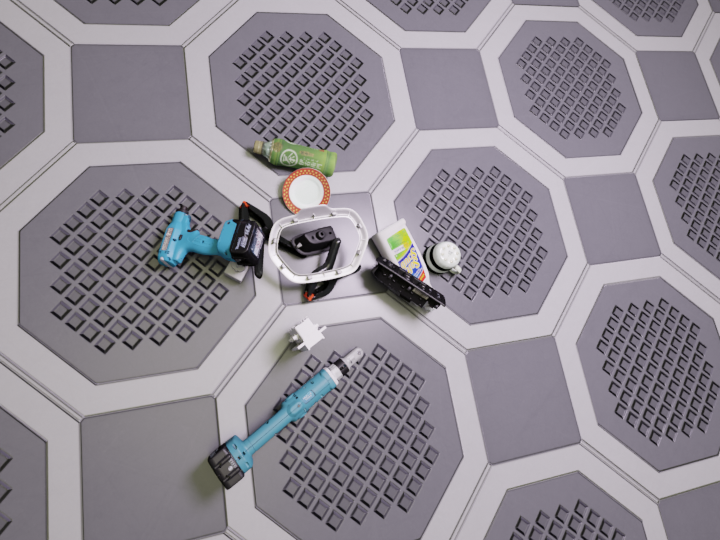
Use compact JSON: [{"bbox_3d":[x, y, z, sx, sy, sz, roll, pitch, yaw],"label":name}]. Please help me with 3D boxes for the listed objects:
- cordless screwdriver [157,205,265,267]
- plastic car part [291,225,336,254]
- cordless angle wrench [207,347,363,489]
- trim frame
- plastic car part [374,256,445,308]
[{"bbox_3d":[-0.352,-0.086,1.004,0.255,0.071,0.162,0,64,14],"label":"cordless screwdriver"},{"bbox_3d":[-0.109,-0.082,1.079,0.112,0.072,0.067,-17,81,-39],"label":"plastic car part"},{"bbox_3d":[-0.152,0.315,0.977,0.417,0.098,0.075,-37,87,-22],"label":"cordless angle wrench"},{"bbox_3d":[-0.101,-0.066,1.030,0.246,0.028,0.183,-9,94,-7],"label":"trim frame"},{"bbox_3d":[0.116,0.036,1.072,0.204,0.067,0.066,37,28,2],"label":"plastic car part"}]
